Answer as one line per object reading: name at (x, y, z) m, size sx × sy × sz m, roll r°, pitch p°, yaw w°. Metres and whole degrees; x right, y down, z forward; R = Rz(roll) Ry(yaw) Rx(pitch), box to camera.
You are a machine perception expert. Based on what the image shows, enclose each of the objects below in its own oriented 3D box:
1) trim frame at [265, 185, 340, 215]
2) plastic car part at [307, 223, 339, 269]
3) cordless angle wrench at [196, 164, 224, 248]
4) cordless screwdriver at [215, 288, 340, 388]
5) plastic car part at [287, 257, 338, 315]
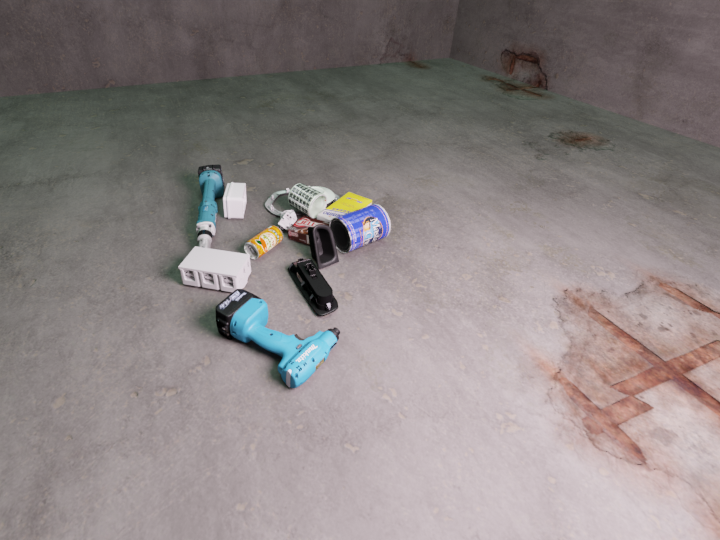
trim frame at (-0.188, -0.228, 1.384) m, size 0.244 × 0.027 × 0.193 m, roll -7°, pitch 39°, yaw -13°
plastic car part at (-0.110, -0.072, 1.122) m, size 0.064 × 0.114 × 0.074 m, roll -21°, pitch 19°, yaw -30°
cordless angle wrench at (-0.459, -0.184, 1.275) m, size 0.073 × 0.095 × 0.441 m, roll -8°, pitch 41°, yaw -9°
cordless screwdriver at (-0.175, 0.123, 0.889) m, size 0.260 × 0.072 × 0.156 m, roll 27°, pitch 44°, yaw 25°
plastic car part at (-0.112, 0.027, 1.026) m, size 0.064 × 0.066 × 0.214 m, roll -9°, pitch 40°, yaw -26°
